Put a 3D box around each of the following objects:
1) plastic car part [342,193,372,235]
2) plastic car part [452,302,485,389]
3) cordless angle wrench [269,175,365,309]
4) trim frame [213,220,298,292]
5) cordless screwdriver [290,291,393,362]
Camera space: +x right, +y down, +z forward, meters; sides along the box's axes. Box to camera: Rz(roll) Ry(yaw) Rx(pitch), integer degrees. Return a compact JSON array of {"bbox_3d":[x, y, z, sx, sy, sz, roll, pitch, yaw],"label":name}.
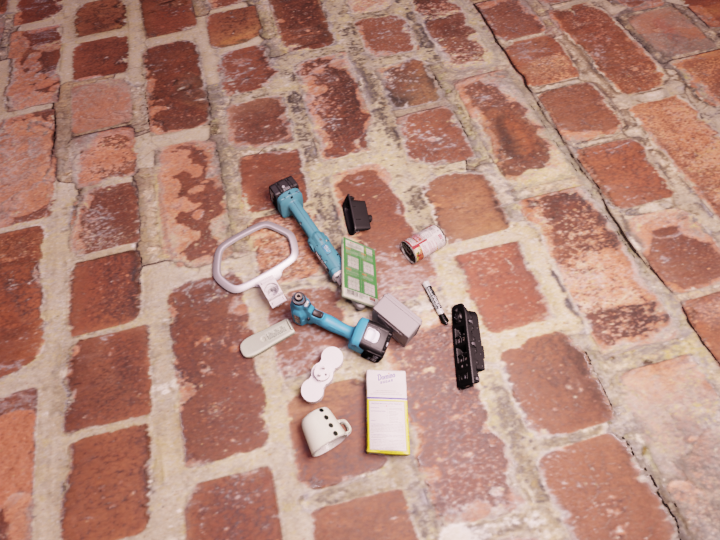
[{"bbox_3d":[-0.004,-0.152,1.191,0.069,0.065,0.120,-7,66,-18],"label":"plastic car part"},{"bbox_3d":[0.259,0.174,1.006,0.066,0.065,0.208,1,63,-10],"label":"plastic car part"},{"bbox_3d":[-0.111,-0.073,1.139,0.073,0.096,0.438,-29,69,-17],"label":"cordless angle wrench"},{"bbox_3d":[-0.290,-0.039,1.165,0.245,0.027,0.192,-31,65,-14],"label":"trim frame"},{"bbox_3d":[-0.052,0.125,0.997,0.254,0.155,0.075,22,67,10],"label":"cordless screwdriver"}]
